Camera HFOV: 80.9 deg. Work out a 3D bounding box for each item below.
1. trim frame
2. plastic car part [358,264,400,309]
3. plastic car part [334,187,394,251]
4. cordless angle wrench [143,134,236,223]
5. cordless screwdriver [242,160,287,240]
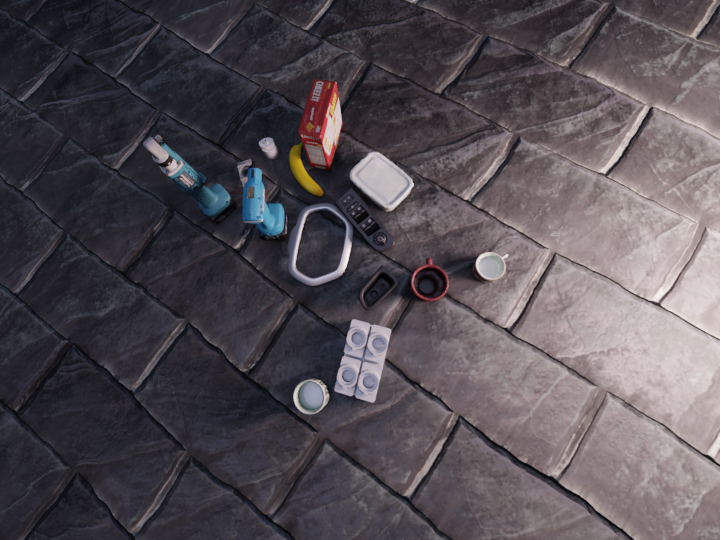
[{"bbox_3d":[-0.118,-0.077,1.208,0.188,0.027,0.251,8,77,10],"label":"trim frame"},{"bbox_3d":[0.042,0.054,1.129,0.068,0.069,0.116,43,85,13],"label":"plastic car part"},{"bbox_3d":[0.013,-0.132,1.182,0.066,0.065,0.209,-38,74,-3],"label":"plastic car part"},{"bbox_3d":[-0.439,-0.231,1.094,0.098,0.413,0.076,-42,79,-5],"label":"cordless angle wrench"},{"bbox_3d":[-0.258,-0.177,1.142,0.075,0.243,0.161,-2,78,3],"label":"cordless screwdriver"}]
